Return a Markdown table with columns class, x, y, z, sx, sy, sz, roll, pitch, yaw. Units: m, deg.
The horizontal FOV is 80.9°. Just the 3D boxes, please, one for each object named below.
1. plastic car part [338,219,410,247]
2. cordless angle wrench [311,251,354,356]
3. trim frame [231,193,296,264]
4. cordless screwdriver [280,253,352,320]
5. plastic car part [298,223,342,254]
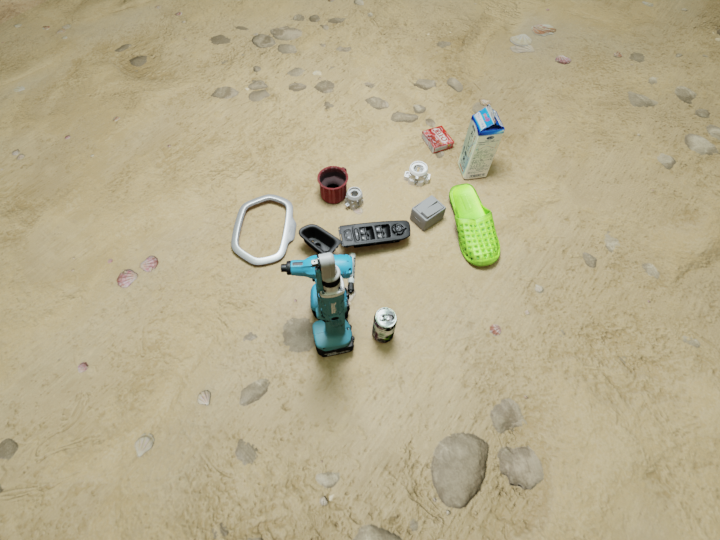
| class | x | y | z | sx | sy | sz | roll | pitch | yaw |
| --- | --- | --- | --- | --- | --- | --- | --- | --- | --- |
| plastic car part | 0.042 | -0.096 | 1.192 | 0.202 | 0.065 | 0.069 | -9 | 60 | -2 |
| cordless angle wrench | -0.061 | 0.078 | 0.892 | 0.097 | 0.410 | 0.077 | -10 | 61 | -7 |
| trim frame | -0.284 | -0.125 | 1.253 | 0.186 | 0.026 | 0.254 | 1 | 59 | 5 |
| cordless screwdriver | -0.099 | 0.040 | 1.016 | 0.160 | 0.241 | 0.076 | 0 | 60 | 0 |
| plastic car part | -0.116 | -0.076 | 1.188 | 0.121 | 0.069 | 0.065 | 35 | 66 | 21 |
